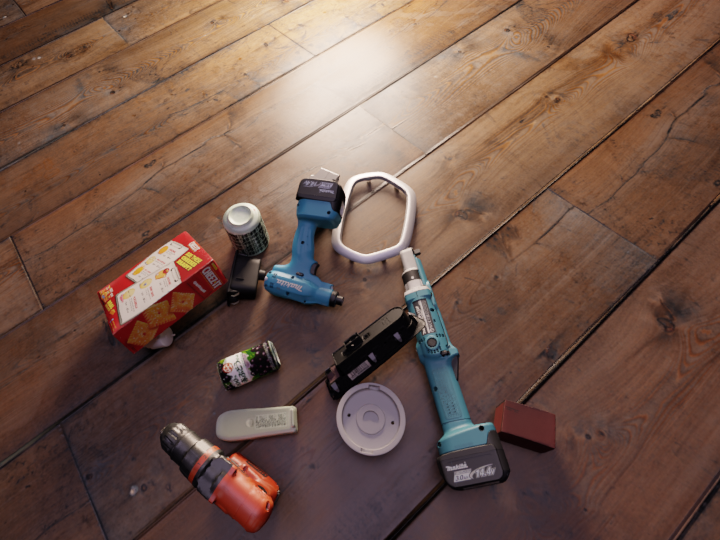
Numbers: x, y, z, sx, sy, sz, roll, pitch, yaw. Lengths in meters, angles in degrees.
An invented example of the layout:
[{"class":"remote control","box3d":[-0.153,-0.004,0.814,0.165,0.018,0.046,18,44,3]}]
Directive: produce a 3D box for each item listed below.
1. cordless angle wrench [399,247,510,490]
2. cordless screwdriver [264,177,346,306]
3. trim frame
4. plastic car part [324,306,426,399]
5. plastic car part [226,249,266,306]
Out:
[{"class":"cordless angle wrench","box3d":[0.131,0.135,0.735,0.099,0.070,0.439,-20,55,11]},{"class":"cordless screwdriver","box3d":[-0.083,-0.054,0.849,0.163,0.072,0.250,14,79,13]},{"class":"trim frame","box3d":[0.026,-0.120,0.927,0.187,0.026,0.252,7,62,9]},{"class":"plastic car part","box3d":[0.016,0.129,0.727,0.203,0.068,0.065,-34,104,-1]},{"class":"plastic car part","box3d":[-0.230,0.012,0.863,0.070,0.065,0.119,10,57,-7]}]
